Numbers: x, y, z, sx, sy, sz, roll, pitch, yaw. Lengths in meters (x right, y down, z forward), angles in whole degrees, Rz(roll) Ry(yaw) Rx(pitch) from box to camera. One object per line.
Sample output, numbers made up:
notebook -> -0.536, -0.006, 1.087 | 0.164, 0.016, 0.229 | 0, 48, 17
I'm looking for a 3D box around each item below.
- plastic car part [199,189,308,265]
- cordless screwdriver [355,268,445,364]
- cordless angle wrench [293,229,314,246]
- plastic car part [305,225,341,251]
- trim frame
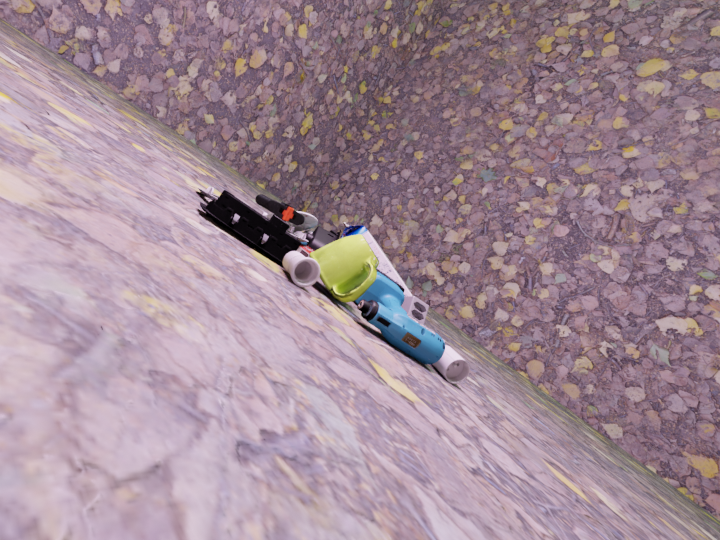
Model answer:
plastic car part -> -0.158, -0.062, 0.671 | 0.195, 0.067, 0.069 | 31, 12, -21
cordless screwdriver -> 0.037, 0.059, 0.754 | 0.154, 0.074, 0.257 | 33, 8, -21
cordless angle wrench -> -0.089, -0.062, 1.133 | 0.102, 0.074, 0.405 | 45, 13, 20
plastic car part -> -0.094, -0.061, 0.959 | 0.070, 0.066, 0.118 | 34, 27, -10
trim frame -> -0.213, -0.114, 0.859 | 0.238, 0.027, 0.192 | 27, 3, -25
